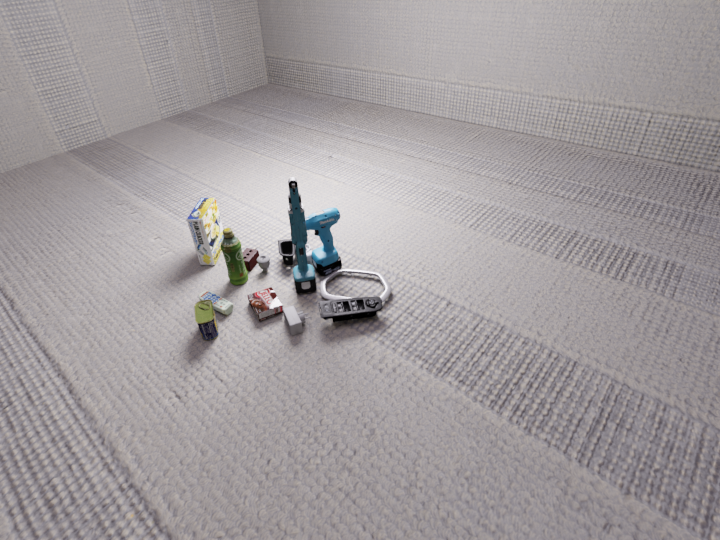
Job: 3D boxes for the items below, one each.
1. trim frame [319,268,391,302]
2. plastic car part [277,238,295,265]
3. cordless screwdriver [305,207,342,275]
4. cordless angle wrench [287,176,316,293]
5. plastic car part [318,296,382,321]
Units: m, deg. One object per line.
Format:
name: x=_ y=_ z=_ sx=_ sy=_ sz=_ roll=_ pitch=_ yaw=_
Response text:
trim frame: x=-0.019 y=0.058 z=1.448 sx=0.255 sy=0.026 sz=0.186 roll=5 pitch=39 yaw=13
plastic car part: x=-0.275 y=-0.061 z=1.595 sx=0.065 sy=0.068 sz=0.121 roll=-7 pitch=38 yaw=-6
cordless screwdriver: x=-0.145 y=-0.095 z=1.484 sx=0.156 sy=0.240 sz=0.078 roll=-19 pitch=40 yaw=-20
cordless angle wrench: x=-0.199 y=-0.110 z=1.373 sx=0.074 sy=0.409 sz=0.102 roll=-8 pitch=37 yaw=-8
plastic car part: x=-0.028 y=0.127 z=1.332 sx=0.201 sy=0.065 sz=0.069 roll=-9 pitch=38 yaw=-6
